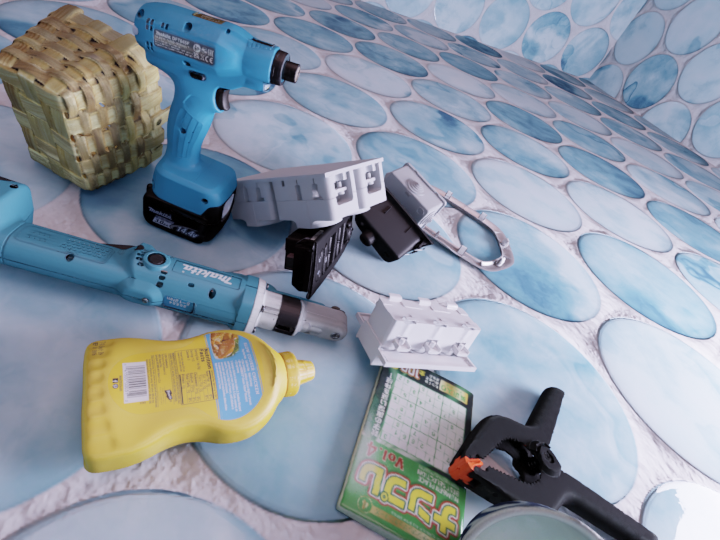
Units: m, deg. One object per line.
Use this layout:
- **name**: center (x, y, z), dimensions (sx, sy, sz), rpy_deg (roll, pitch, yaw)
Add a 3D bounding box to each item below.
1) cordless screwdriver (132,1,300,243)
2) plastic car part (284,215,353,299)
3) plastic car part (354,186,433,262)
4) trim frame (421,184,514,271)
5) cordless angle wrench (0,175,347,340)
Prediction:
- **cordless screwdriver**: center (-0.163, -0.143, 0.470), dimensions (0.160, 0.245, 0.075), rpy_deg (20, 39, 0)
- **plastic car part**: center (-0.052, -0.034, 0.530), dimensions (0.069, 0.065, 0.201), rpy_deg (5, 20, 15)
- **plastic car part**: center (0.033, -0.057, 0.602), dimensions (0.115, 0.067, 0.070), rpy_deg (48, 66, -7)
- **trim frame**: center (0.158, -0.087, 0.740), dimensions (0.256, 0.027, 0.180), rpy_deg (38, 42, 15)
- **cordless angle wrench**: center (-0.209, 0.006, 0.424), dimensions (0.414, 0.074, 0.101), rpy_deg (17, 37, -11)
